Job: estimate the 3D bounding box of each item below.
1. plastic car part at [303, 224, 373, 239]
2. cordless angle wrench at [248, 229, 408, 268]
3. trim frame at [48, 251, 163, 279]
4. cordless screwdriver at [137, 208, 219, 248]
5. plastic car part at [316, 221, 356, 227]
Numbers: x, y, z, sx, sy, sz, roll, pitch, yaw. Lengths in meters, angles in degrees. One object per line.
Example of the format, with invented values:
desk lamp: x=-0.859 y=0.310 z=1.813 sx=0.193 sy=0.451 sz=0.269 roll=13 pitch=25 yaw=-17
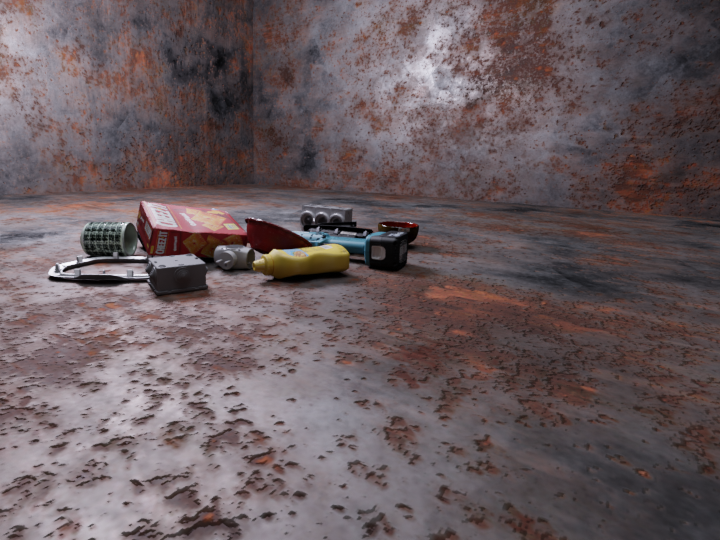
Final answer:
plastic car part: x=-0.067 y=-0.076 z=1.100 sx=0.212 sy=0.064 sz=0.066 roll=11 pitch=42 yaw=29
cordless angle wrench: x=-0.101 y=-0.066 z=1.032 sx=0.441 sy=0.073 sz=0.095 roll=6 pitch=14 yaw=26
trim frame: x=-0.487 y=-0.009 z=0.852 sx=0.247 sy=0.027 sz=0.188 roll=2 pitch=15 yaw=-5
cordless screwdriver: x=-0.445 y=-0.104 z=1.114 sx=0.238 sy=0.073 sz=0.168 roll=-11 pitch=38 yaw=-44
plastic car part: x=-0.068 y=-0.095 z=1.174 sx=0.117 sy=0.064 sz=0.073 roll=-1 pitch=27 yaw=1
